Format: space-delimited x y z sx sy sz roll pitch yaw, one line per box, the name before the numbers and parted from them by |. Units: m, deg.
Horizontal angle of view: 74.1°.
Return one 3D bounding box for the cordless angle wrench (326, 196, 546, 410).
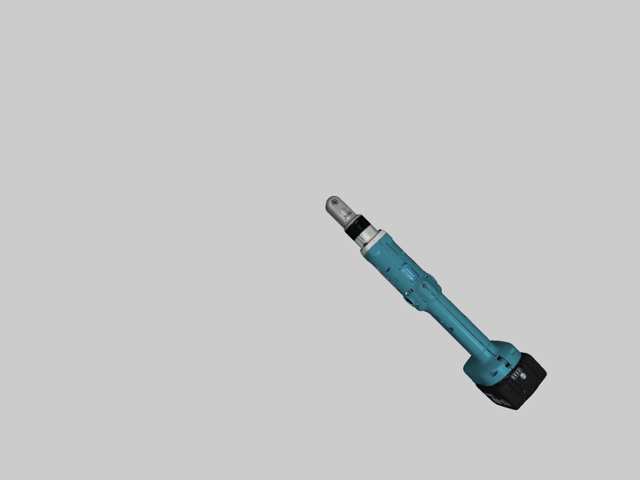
cordless angle wrench | 0.160 0.081 0.676 0.074 0.423 0.098 -43 -8 -12
